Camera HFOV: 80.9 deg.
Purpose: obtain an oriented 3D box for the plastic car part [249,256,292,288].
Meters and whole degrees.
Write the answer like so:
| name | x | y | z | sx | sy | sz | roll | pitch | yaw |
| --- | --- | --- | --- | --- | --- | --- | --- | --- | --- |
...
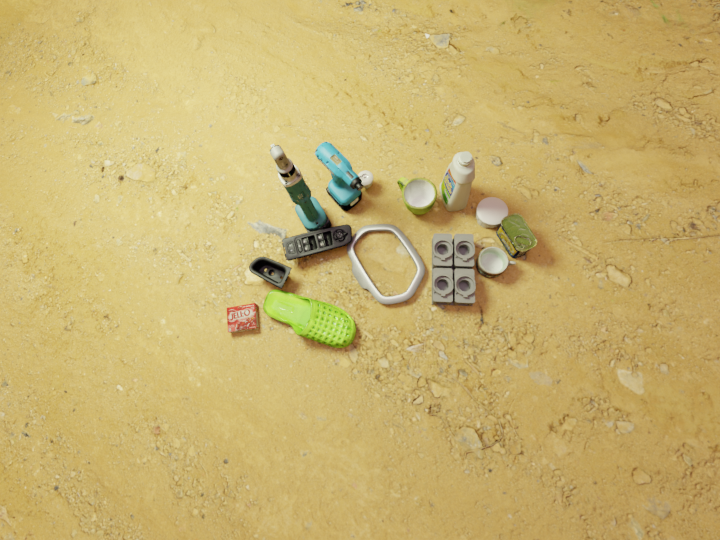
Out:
| name | x | y | z | sx | sy | sz | roll | pitch | yaw |
| --- | --- | --- | --- | --- | --- | --- | --- | --- | --- |
| plastic car part | -0.256 | 0.005 | 1.219 | 0.120 | 0.069 | 0.066 | 24 | 79 | 15 |

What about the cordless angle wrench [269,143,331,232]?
| name | x | y | z | sx | sy | sz | roll | pitch | yaw |
| --- | --- | --- | --- | --- | --- | --- | --- | --- | --- |
| cordless angle wrench | -0.156 | -0.198 | 1.082 | 0.074 | 0.410 | 0.101 | -31 | 75 | -2 |

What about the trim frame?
| name | x | y | z | sx | sy | sz | roll | pitch | yaw |
| --- | --- | --- | --- | --- | --- | --- | --- | --- | --- |
| trim frame | 0.066 | -0.023 | 1.189 | 0.184 | 0.026 | 0.257 | -32 | 70 | 0 |

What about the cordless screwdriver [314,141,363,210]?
| name | x | y | z | sx | sy | sz | roll | pitch | yaw |
| --- | --- | --- | --- | --- | --- | --- | --- | --- | --- |
| cordless screwdriver | -0.041 | -0.237 | 1.162 | 0.074 | 0.241 | 0.165 | -40 | 74 | -5 |

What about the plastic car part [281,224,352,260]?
| name | x | y | z | sx | sy | sz | roll | pitch | yaw |
| --- | --- | --- | --- | --- | --- | --- | --- | --- | --- |
| plastic car part | -0.119 | -0.078 | 1.221 | 0.204 | 0.065 | 0.068 | -15 | 73 | 5 |
